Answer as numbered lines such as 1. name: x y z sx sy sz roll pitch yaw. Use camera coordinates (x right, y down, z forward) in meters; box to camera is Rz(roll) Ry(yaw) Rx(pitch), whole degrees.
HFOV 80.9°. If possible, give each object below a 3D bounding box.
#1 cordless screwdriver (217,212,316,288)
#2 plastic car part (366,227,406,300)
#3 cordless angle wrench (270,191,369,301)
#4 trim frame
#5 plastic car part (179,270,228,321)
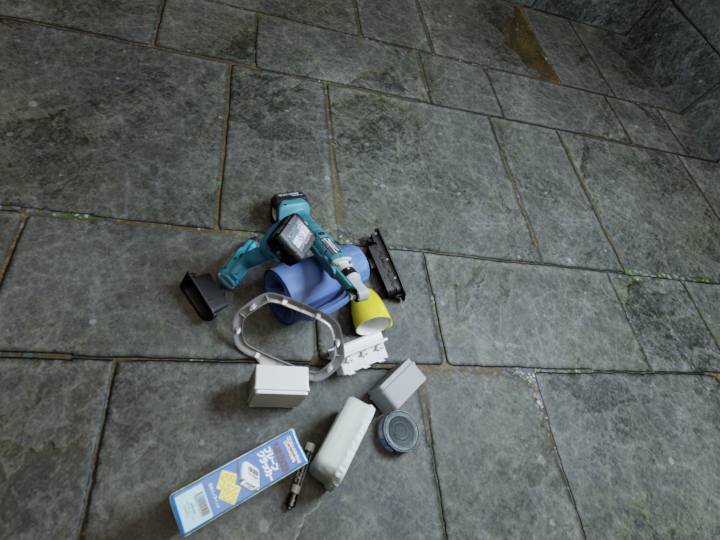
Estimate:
1. cordless screwdriver: -0.208 -0.054 0.948 0.071 0.257 0.160 49 42 -24
2. plastic car part: 0.061 -0.011 1.111 0.066 0.065 0.210 -18 66 -18
3. cordless angle wrench: -0.094 -0.062 0.966 0.095 0.072 0.447 -12 37 -26
4. trim frame: -0.152 0.146 0.890 0.247 0.183 0.028 24 20 -3
5. plastic car part: -0.340 0.054 0.946 0.119 0.066 0.069 50 42 10
